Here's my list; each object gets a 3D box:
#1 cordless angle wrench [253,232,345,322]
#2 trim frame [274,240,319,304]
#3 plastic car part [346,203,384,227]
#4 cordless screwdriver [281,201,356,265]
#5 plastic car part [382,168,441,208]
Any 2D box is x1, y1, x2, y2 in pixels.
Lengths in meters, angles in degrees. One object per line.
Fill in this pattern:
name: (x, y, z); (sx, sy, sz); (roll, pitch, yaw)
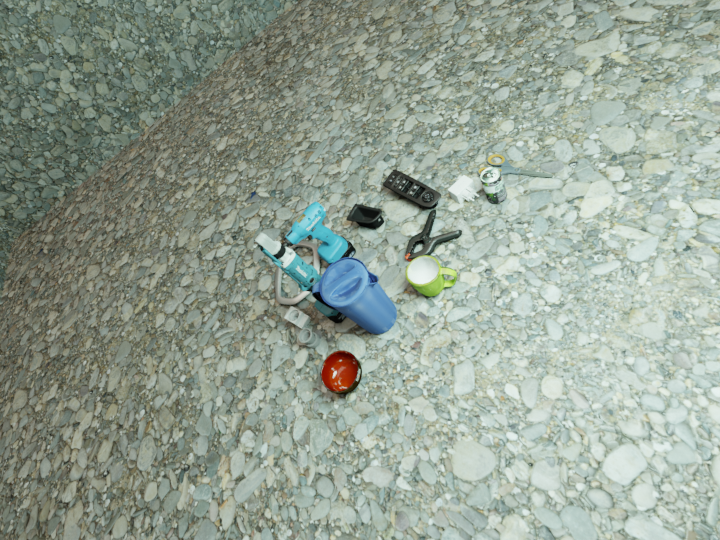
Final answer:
cordless angle wrench: (-0.145, 0.017, 1.121); (0.079, 0.399, 0.098); (33, 80, 39)
trim frame: (-0.216, 0.004, 1.419); (0.189, 0.026, 0.256); (-18, 54, 21)
plastic car part: (0.026, -0.163, 1.350); (0.123, 0.067, 0.066); (17, 71, 37)
cordless screwdriver: (-0.125, -0.082, 1.279); (0.159, 0.235, 0.079); (-48, 50, -4)
plastic car part: (0.165, -0.243, 1.318); (0.066, 0.063, 0.215); (-49, 49, -5)
